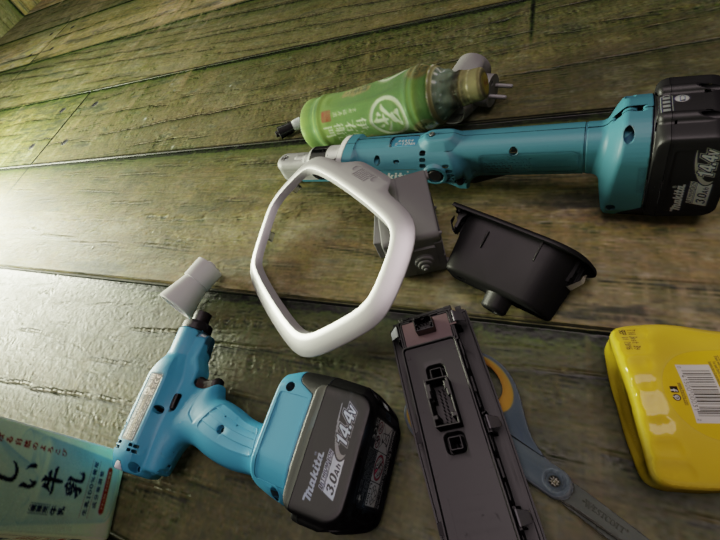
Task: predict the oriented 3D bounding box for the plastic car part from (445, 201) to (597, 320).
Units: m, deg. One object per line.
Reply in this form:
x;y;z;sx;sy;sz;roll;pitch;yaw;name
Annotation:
0.122;0.000;0.359;0.123;0.062;0.071;32;89;33;plastic car part

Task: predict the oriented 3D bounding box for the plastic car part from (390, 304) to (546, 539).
0.068;0.113;0.283;0.067;0.064;0.210;-16;57;8;plastic car part

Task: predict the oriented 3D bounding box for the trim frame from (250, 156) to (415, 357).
-0.041;-0.027;0.423;0.184;0.026;0.262;-56;39;9;trim frame

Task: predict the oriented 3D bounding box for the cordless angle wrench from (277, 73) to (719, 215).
0.085;-0.114;0.433;0.443;0.093;0.075;7;57;31;cordless angle wrench

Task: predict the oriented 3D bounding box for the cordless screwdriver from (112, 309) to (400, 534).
-0.094;0.114;0.367;0.259;0.070;0.161;-1;58;28;cordless screwdriver
